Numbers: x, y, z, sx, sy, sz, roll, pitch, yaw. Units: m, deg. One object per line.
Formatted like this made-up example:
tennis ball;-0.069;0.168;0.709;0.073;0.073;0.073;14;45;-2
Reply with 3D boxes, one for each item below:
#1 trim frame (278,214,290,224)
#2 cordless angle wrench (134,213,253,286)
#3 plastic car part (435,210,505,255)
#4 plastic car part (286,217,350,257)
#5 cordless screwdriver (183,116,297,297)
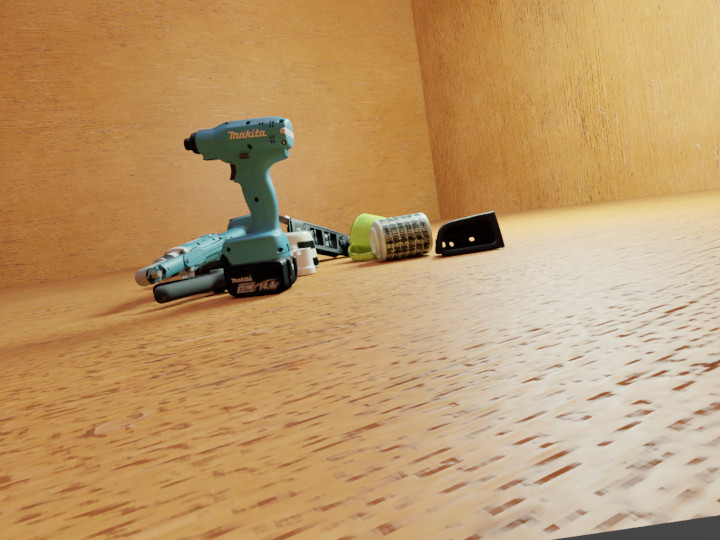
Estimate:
trim frame;-0.215;-0.083;1.105;0.176;0.028;0.257;39;-35;-25
cordless angle wrench;-0.295;-0.045;0.834;0.100;0.073;0.420;-12;14;14
plastic car part;0.181;-0.056;0.753;0.116;0.067;0.070;-12;-10;-4
plastic car part;-0.098;-0.064;1.005;0.193;0.069;0.068;8;-34;-39
cordless screwdriver;-0.171;-0.090;0.609;0.162;0.247;0.073;-2;4;11
